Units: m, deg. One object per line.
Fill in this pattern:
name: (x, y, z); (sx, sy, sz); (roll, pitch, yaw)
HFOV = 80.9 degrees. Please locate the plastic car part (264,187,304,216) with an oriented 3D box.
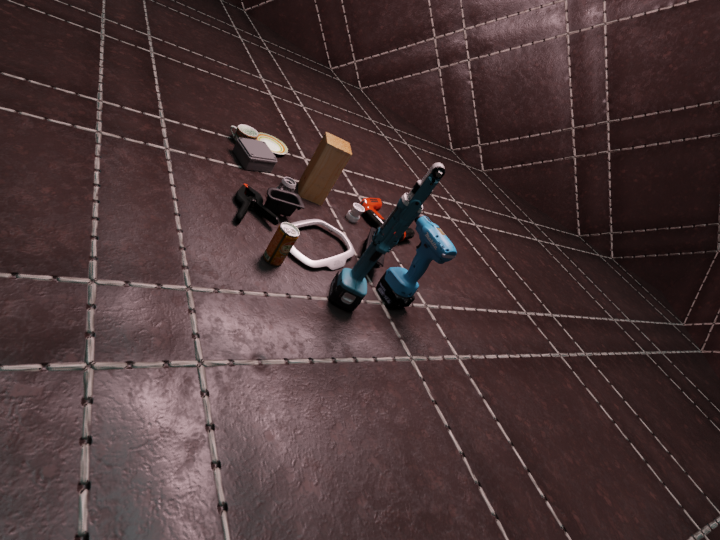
plastic car part: (-0.232, -0.190, 1.217); (0.111, 0.071, 0.069); (8, 41, -35)

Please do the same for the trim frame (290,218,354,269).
trim frame: (-0.118, -0.077, 1.204); (0.191, 0.027, 0.239); (45, 34, 19)

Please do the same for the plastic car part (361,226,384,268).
plastic car part: (0.038, -0.064, 1.283); (0.065, 0.067, 0.205); (29, 32, -9)

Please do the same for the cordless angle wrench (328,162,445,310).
cordless angle wrench: (0.059, -0.075, 0.981); (0.073, 0.423, 0.100); (28, 33, -13)

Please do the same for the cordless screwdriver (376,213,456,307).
cordless screwdriver: (0.136, -0.025, 1.144); (0.071, 0.249, 0.167); (6, 43, -39)
